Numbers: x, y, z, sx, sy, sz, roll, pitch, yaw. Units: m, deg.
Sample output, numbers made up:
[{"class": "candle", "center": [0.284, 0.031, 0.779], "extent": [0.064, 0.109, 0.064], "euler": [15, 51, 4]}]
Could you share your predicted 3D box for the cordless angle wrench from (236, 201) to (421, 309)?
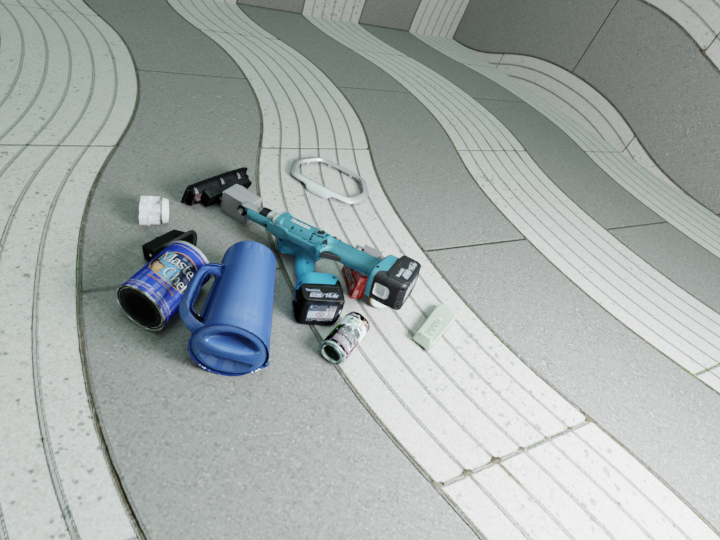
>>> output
[{"class": "cordless angle wrench", "center": [-0.087, -0.057, 0.891], "extent": [0.439, 0.073, 0.096], "euler": [26, 39, 20]}]

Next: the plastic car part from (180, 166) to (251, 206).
[{"class": "plastic car part", "center": [-0.347, -0.208, 1.061], "extent": [0.068, 0.066, 0.200], "euler": [40, 44, 6]}]

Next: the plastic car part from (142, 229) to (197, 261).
[{"class": "plastic car part", "center": [-0.403, -0.048, 0.876], "extent": [0.073, 0.064, 0.116], "euler": [17, 36, 17]}]

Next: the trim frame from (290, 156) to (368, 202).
[{"class": "trim frame", "center": [-0.090, -0.269, 1.248], "extent": [0.253, 0.027, 0.183], "euler": [28, 41, 8]}]

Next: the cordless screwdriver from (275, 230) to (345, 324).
[{"class": "cordless screwdriver", "center": [-0.090, 0.001, 0.922], "extent": [0.154, 0.073, 0.261], "euler": [0, 41, -21]}]
